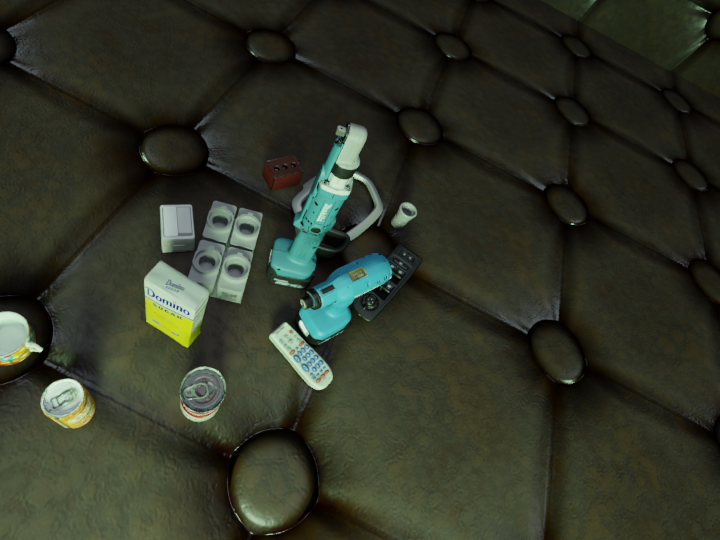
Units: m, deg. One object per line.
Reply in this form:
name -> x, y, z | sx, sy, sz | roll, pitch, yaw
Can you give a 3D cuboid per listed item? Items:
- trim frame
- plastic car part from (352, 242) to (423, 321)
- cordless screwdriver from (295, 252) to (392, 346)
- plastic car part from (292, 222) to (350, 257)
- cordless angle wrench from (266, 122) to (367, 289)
trim frame -> -0.051, -0.162, 1.005 | 0.187, 0.027, 0.245 | 41, 57, 8
plastic car part -> 0.049, 0.030, 0.901 | 0.067, 0.067, 0.201 | 40, 56, 4
cordless screwdriver -> -0.059, 0.064, 0.736 | 0.155, 0.249, 0.076 | -24, 75, -31
plastic car part -> -0.088, -0.058, 0.905 | 0.115, 0.071, 0.067 | 20, 57, -8
cordless angle wrench -> -0.076, -0.090, 0.716 | 0.095, 0.423, 0.076 | 14, 59, -16
